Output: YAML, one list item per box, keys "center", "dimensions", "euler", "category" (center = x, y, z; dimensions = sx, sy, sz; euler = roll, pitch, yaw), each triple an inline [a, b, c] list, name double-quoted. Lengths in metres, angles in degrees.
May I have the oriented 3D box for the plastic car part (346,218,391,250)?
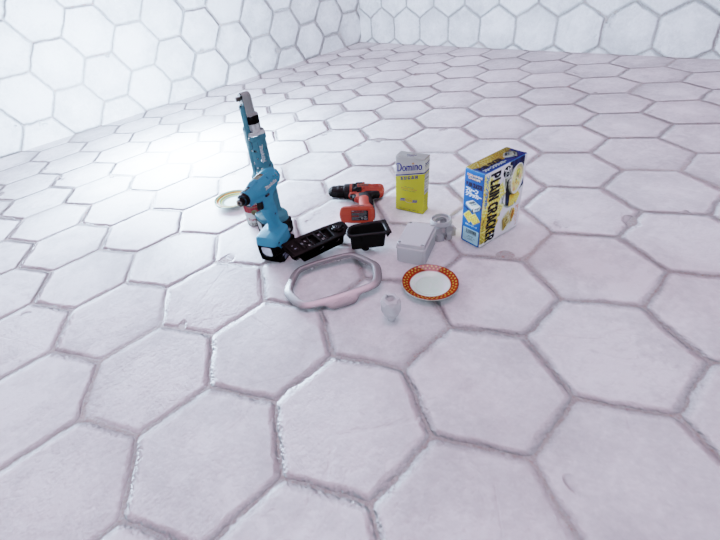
- center: [0.020, -0.088, 1.138]
  dimensions: [0.116, 0.068, 0.069]
  euler: [-11, 37, -3]
  category: "plastic car part"

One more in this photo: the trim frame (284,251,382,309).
- center: [-0.068, 0.024, 1.046]
  dimensions: [0.246, 0.026, 0.193]
  euler: [-17, 38, -9]
  category: "trim frame"

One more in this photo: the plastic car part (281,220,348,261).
- center: [-0.113, -0.074, 1.152]
  dimensions: [0.199, 0.064, 0.070]
  euler: [-30, 42, -26]
  category: "plastic car part"

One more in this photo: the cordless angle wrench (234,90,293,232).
- center: [-0.273, -0.283, 1.176]
  dimensions: [0.096, 0.408, 0.079]
  euler: [-25, 40, -25]
  category: "cordless angle wrench"

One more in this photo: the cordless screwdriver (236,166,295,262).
- center: [-0.250, -0.129, 1.109]
  dimensions: [0.077, 0.240, 0.159]
  euler: [9, 39, 21]
  category: "cordless screwdriver"
